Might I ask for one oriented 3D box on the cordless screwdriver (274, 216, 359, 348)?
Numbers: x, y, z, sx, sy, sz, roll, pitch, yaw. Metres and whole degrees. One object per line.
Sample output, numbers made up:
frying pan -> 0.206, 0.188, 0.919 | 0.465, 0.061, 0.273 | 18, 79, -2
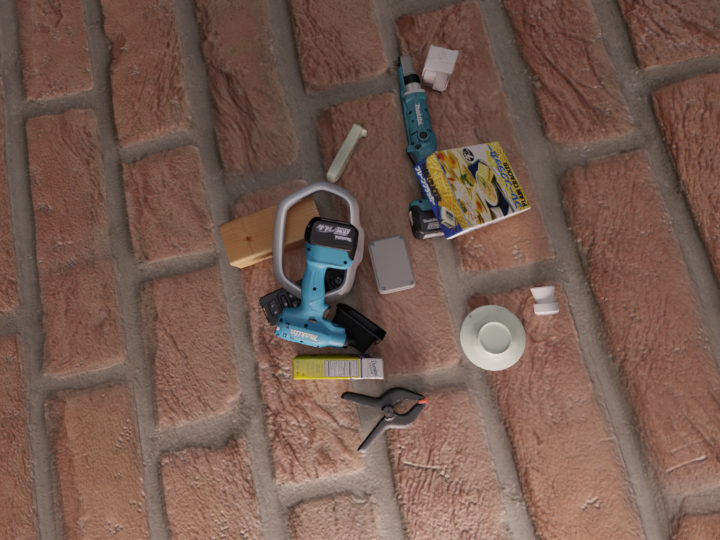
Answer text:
cordless screwdriver -> -0.059, 0.029, 0.809 | 0.157, 0.076, 0.247 | 15, 98, -8

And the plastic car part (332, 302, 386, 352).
plastic car part -> -0.014, 0.127, 0.880 | 0.119, 0.064, 0.071 | 32, 100, 11

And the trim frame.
trim frame -> -0.083, -0.054, 0.845 | 0.183, 0.028, 0.247 | 2, 93, -4

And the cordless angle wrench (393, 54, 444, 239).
cordless angle wrench -> 0.131, -0.282, 0.922 | 0.098, 0.073, 0.429 | -8, 78, 2

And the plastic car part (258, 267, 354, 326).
plastic car part -> -0.107, 0.048, 0.891 | 0.202, 0.067, 0.067 | -24, 85, -3
